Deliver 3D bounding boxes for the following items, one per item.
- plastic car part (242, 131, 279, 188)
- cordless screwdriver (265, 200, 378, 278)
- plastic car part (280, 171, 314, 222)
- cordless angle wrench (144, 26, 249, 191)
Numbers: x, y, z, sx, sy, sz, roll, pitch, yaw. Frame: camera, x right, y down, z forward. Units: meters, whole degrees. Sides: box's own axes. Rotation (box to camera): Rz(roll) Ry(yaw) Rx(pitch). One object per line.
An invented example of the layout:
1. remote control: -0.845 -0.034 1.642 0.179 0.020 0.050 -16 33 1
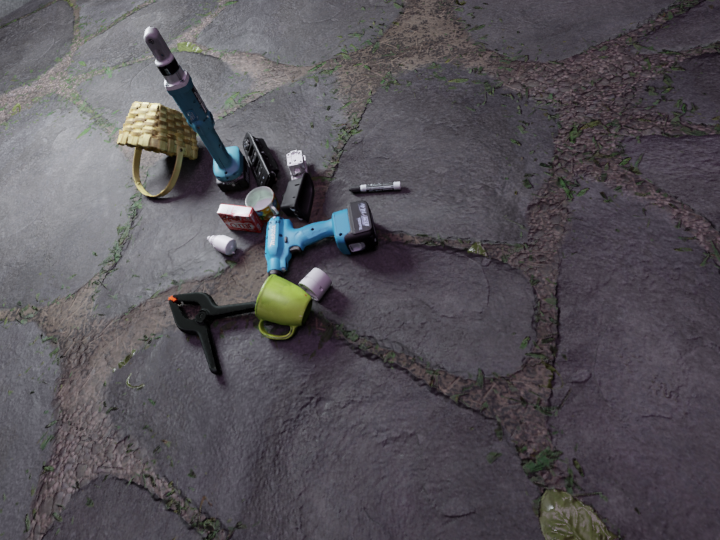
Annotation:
1. plastic car part: -0.255 -0.288 1.096 0.065 0.065 0.212 -13 55 -30
2. cordless screwdriver: -0.090 -0.059 0.918 0.254 0.071 0.164 -9 59 13
3. plastic car part: -0.157 -0.174 1.013 0.073 0.062 0.119 -10 55 23
4. cordless angle wrench: -0.358 -0.339 0.947 0.075 0.405 0.101 -11 60 4
